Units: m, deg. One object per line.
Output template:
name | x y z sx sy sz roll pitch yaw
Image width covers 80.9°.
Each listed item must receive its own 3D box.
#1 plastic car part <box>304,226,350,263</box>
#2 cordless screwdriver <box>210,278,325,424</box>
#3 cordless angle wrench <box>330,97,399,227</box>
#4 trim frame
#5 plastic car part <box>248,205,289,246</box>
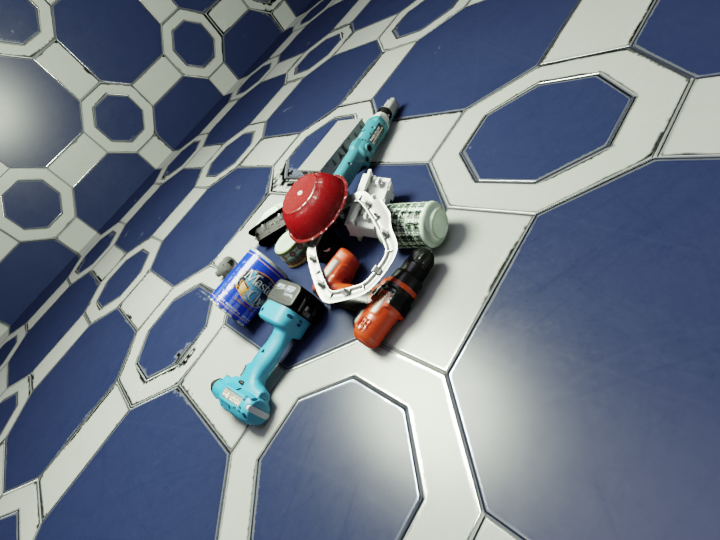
plastic car part | -0.086 -0.056 0.882 0.071 0.062 0.123 -58 44 17
cordless screwdriver | -0.178 0.139 0.774 0.167 0.070 0.249 5 61 46
cordless angle wrench | 0.003 -0.283 1.009 0.078 0.093 0.424 -7 46 45
trim frame | -0.022 -0.049 0.737 0.186 0.026 0.260 -40 37 15
plastic car part | -0.187 -0.115 1.048 0.207 0.063 0.069 -24 65 23
